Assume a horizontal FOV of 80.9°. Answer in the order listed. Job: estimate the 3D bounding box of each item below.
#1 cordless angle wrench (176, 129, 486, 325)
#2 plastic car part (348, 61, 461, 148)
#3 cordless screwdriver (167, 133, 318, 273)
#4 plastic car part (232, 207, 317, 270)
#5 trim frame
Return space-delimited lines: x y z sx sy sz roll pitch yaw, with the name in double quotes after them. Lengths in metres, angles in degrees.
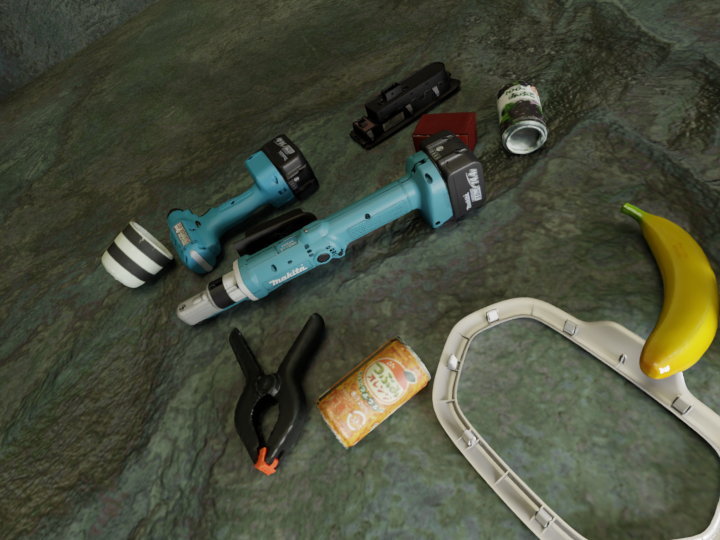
-0.053 -0.035 0.544 0.425 0.093 0.078 -27 51 5 "cordless angle wrench"
0.072 -0.288 0.711 0.202 0.064 0.070 -31 41 -7 "plastic car part"
-0.202 -0.119 0.685 0.248 0.070 0.168 -40 49 -6 "cordless screwdriver"
-0.119 -0.051 0.607 0.116 0.063 0.074 -28 34 -5 "plastic car part"
0.177 0.120 0.359 0.183 0.026 0.263 -37 47 -10 "trim frame"
